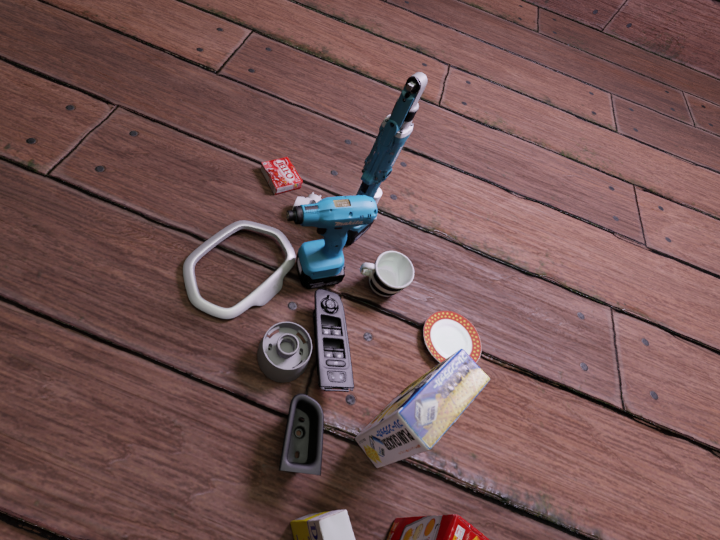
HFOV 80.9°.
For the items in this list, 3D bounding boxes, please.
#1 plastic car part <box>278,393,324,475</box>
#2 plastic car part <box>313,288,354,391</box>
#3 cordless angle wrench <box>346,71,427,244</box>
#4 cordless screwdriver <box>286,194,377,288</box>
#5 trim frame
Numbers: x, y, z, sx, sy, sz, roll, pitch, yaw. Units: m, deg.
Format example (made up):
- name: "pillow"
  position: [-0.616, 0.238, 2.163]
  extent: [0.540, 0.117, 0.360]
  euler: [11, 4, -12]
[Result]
- name: "plastic car part"
  position: [-0.098, 0.273, 0.700]
  extent: [0.065, 0.070, 0.119]
  euler: [11, 56, -11]
- name: "plastic car part"
  position: [-0.059, 0.133, 0.806]
  extent: [0.065, 0.066, 0.210]
  euler: [3, 57, -16]
- name: "cordless angle wrench"
  position: [0.033, -0.205, 0.838]
  extent: [0.076, 0.420, 0.096]
  euler: [42, 55, 8]
- name: "cordless screwdriver"
  position: [-0.079, -0.052, 0.812]
  extent: [0.155, 0.247, 0.077]
  euler: [-6, 62, -22]
- name: "trim frame"
  position: [-0.247, -0.008, 0.873]
  extent: [0.188, 0.027, 0.245]
  euler: [37, 56, 11]
